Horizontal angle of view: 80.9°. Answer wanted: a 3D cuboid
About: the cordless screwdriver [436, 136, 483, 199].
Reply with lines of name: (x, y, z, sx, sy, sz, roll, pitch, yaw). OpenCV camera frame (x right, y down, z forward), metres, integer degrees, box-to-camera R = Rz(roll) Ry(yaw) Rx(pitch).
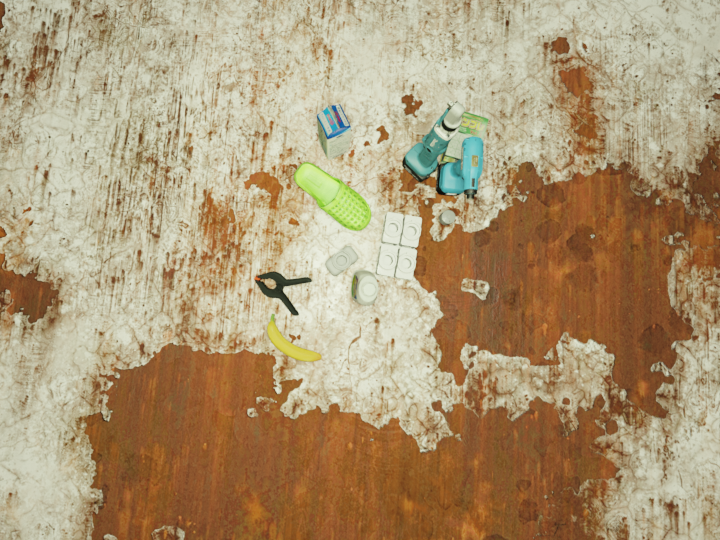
cordless screwdriver: (0.276, -0.255, 1.177, 0.074, 0.248, 0.160, 4, 86, -3)

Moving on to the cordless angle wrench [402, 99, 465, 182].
cordless angle wrench: (0.195, -0.332, 1.101, 0.074, 0.422, 0.098, -45, 91, -5)
